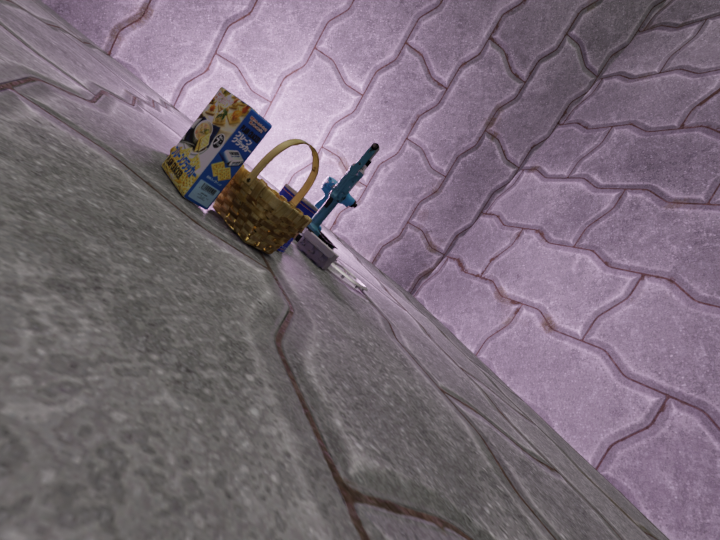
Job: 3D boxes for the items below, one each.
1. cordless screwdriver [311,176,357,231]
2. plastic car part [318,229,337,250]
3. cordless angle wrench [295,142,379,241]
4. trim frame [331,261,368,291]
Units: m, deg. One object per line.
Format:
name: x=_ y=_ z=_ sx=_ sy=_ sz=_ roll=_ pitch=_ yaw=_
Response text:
cordless screwdriver: x=-0.135 y=-0.209 z=1.575 sx=0.152 sy=0.249 sz=0.077 roll=38 pitch=6 yaw=-25
plastic car part: x=-0.147 y=-0.096 z=1.502 sx=0.062 sy=0.071 sz=0.123 roll=35 pitch=7 yaw=-46
cordless angle wrench: x=-0.076 y=-0.261 z=1.438 sx=0.076 sy=0.423 sz=0.095 roll=41 pitch=5 yaw=12
trim frame: x=-0.056 y=0.010 z=1.467 sx=0.192 sy=0.027 sz=0.238 roll=41 pitch=5 yaw=22
